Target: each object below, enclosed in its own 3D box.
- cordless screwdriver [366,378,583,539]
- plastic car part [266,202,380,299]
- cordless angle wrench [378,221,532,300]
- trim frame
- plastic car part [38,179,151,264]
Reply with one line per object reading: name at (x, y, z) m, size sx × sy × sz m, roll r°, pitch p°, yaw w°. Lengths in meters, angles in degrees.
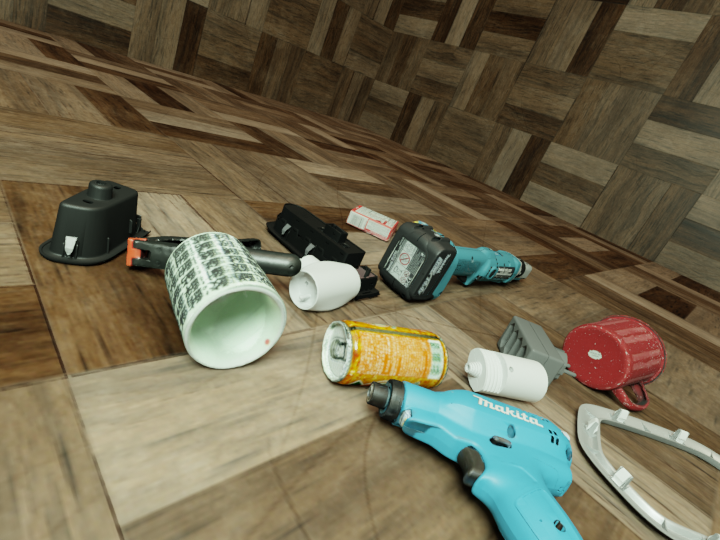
cordless screwdriver at (0.083, 0.156, 0.240) m, size 0.158 × 0.074 × 0.252 m, roll 19°, pitch 18°, yaw -6°
plastic car part at (-0.057, -0.037, 0.585) m, size 0.214 × 0.066 × 0.064 m, roll 34°, pitch 31°, yaw 34°
cordless angle wrench at (0.197, -0.008, 0.708) m, size 0.402 × 0.097 × 0.078 m, roll 2°, pitch 32°, yaw -47°
trim frame at (0.325, 0.207, 0.398) m, size 0.246 × 0.027 × 0.187 m, roll 21°, pitch 22°, yaw -5°
plastic car part at (-0.263, -0.057, 0.427) m, size 0.065 × 0.070 × 0.119 m, roll 18°, pitch 19°, yaw -8°
